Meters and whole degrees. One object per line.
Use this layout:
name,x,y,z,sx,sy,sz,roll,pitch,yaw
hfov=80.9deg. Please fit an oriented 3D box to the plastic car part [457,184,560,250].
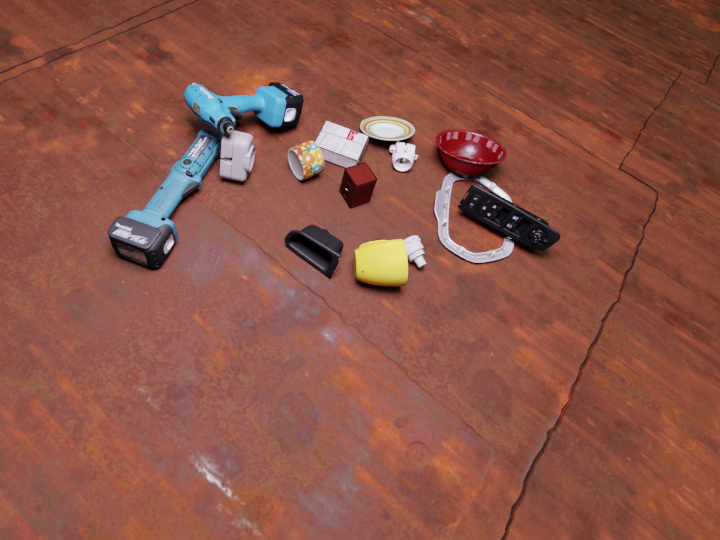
plastic car part,0.313,-0.112,0.889,0.208,0.066,0.066,34,34,12

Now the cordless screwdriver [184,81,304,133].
cordless screwdriver,-0.228,-0.340,0.898,0.240,0.073,0.167,-19,52,-40

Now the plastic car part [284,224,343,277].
plastic car part,-0.080,-0.052,0.819,0.120,0.065,0.070,36,45,15

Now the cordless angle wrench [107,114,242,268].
cordless angle wrench,-0.347,-0.199,0.855,0.098,0.073,0.428,18,56,-1

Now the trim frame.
trim frame,0.251,-0.124,0.928,0.184,0.027,0.252,14,60,1
